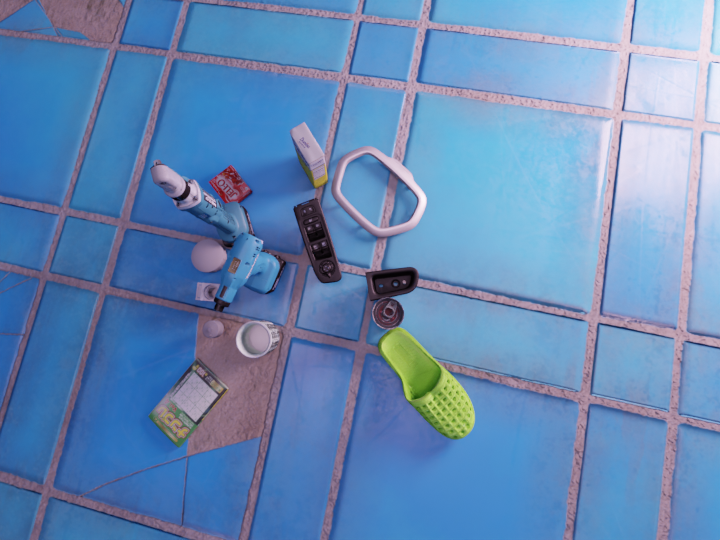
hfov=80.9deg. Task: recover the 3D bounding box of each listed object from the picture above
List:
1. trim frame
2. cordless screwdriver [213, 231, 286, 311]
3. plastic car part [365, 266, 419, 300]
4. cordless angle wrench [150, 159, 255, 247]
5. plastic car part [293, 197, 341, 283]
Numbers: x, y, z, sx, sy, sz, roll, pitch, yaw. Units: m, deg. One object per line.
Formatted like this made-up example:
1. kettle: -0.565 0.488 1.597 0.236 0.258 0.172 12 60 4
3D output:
1. trim frame: 0.043 -0.193 1.032 0.254 0.027 0.184 44 88 11
2. cordless screwdriver: -0.241 0.015 0.918 0.075 0.245 0.159 23 85 4
3. plastic car part: 0.074 0.030 0.969 0.117 0.070 0.067 -9 82 4
4. cordless angle wrench: -0.312 -0.128 0.863 0.074 0.416 0.099 -19 84 -1
5. plastic car part: -0.098 -0.064 1.006 0.066 0.066 0.206 -19 79 1
